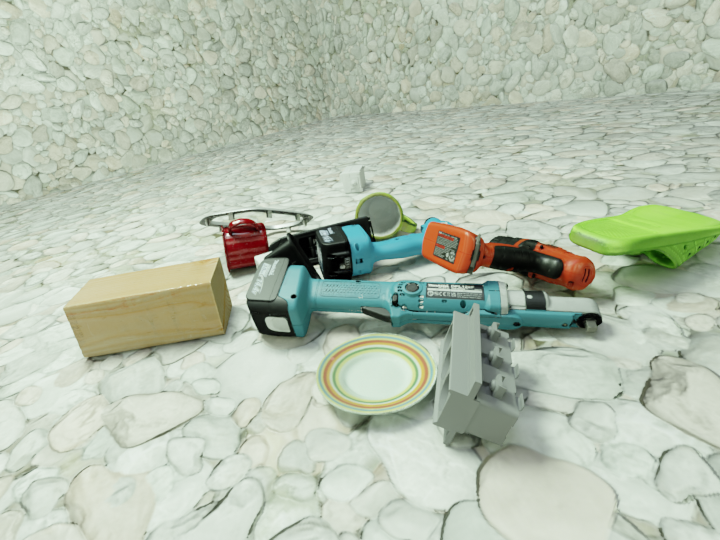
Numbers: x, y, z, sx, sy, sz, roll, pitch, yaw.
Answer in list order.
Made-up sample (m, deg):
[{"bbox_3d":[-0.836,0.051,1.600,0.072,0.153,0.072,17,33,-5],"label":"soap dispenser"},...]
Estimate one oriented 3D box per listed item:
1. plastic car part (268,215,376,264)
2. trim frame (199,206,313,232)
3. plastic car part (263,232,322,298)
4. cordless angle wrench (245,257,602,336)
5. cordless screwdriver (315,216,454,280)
[{"bbox_3d":[-0.078,-0.051,0.801,0.200,0.065,0.069,-15,15,-12],"label":"plastic car part"},{"bbox_3d":[-0.211,-0.100,0.880,0.192,0.028,0.237,-8,-3,40],"label":"trim frame"},{"bbox_3d":[-0.109,0.002,0.661,0.071,0.112,0.068,-33,24,3],"label":"plastic car part"},{"bbox_3d":[0.065,0.041,0.543,0.434,0.071,0.099,1,44,15],"label":"cordless angle wrench"},{"bbox_3d":[0.048,-0.049,0.740,0.248,0.072,0.164,-7,24,-3],"label":"cordless screwdriver"}]
